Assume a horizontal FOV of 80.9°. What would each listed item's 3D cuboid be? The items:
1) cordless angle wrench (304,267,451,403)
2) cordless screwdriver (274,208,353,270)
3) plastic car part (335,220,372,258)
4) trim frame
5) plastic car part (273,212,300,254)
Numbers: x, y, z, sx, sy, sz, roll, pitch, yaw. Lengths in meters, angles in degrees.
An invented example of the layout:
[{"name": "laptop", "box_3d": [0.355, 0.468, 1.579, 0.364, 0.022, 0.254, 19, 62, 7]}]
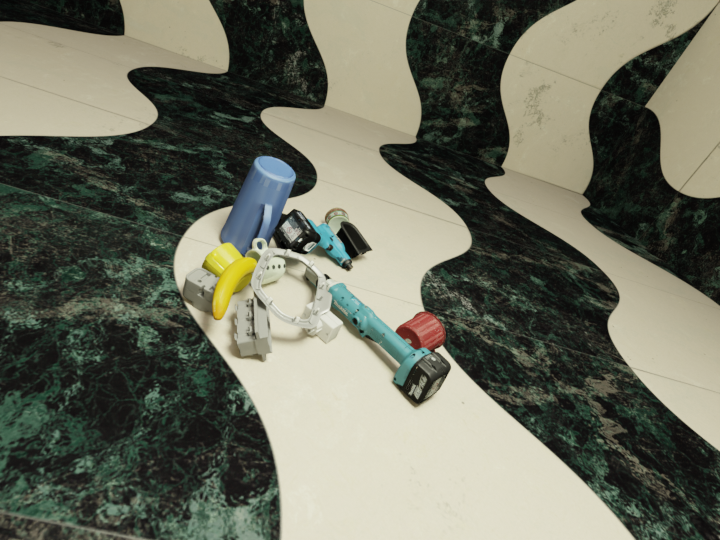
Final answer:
[{"name": "cordless angle wrench", "box_3d": [0.006, 0.111, 0.960, 0.071, 0.096, 0.446, -13, 41, -42]}, {"name": "cordless screwdriver", "box_3d": [-0.110, -0.072, 1.125, 0.165, 0.075, 0.238, 51, 15, 19]}, {"name": "plastic car part", "box_3d": [-0.032, -0.083, 1.259, 0.063, 0.071, 0.121, -13, 61, -47]}, {"name": "trim frame", "box_3d": [-0.146, 0.029, 0.930, 0.180, 0.027, 0.253, 31, 27, -13]}, {"name": "plastic car part", "box_3d": [-0.210, -0.113, 1.210, 0.063, 0.067, 0.213, 19, 29, -38]}]
